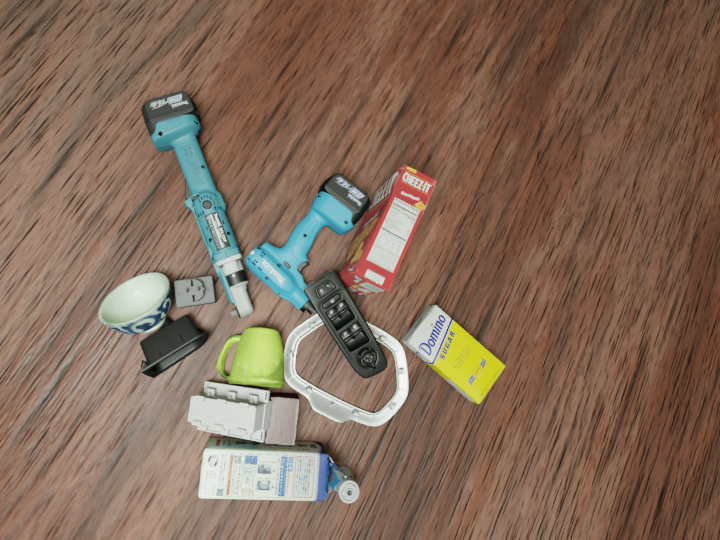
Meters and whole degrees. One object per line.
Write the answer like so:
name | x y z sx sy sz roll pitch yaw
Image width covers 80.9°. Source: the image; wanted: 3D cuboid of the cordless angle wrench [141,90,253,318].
cordless angle wrench | -0.282 -0.116 0.776 0.096 0.075 0.426 -21 86 -14

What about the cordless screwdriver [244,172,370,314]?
cordless screwdriver | -0.078 -0.051 0.795 0.159 0.075 0.248 43 80 -1

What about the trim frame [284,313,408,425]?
trim frame | -0.023 0.180 0.782 0.246 0.028 0.184 28 77 -5

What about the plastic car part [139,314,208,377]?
plastic car part | -0.329 0.122 0.731 0.115 0.065 0.073 -36 75 -18

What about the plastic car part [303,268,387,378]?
plastic car part | -0.029 0.100 0.750 0.065 0.068 0.203 -33 91 -23
